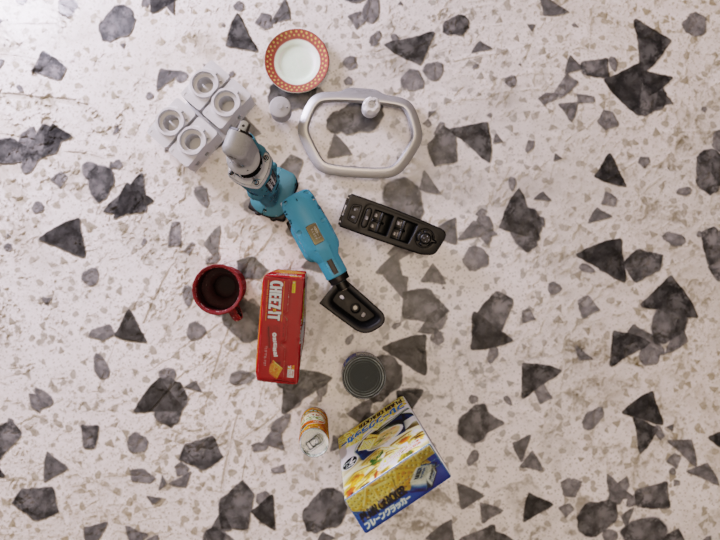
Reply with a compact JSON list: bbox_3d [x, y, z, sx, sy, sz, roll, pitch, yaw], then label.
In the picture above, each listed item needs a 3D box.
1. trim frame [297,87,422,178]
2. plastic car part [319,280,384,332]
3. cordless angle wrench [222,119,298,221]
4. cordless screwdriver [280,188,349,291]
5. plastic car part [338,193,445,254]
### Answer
[{"bbox_3d":[0.000,-0.275,0.841,0.248,0.027,0.184,2,89,0],"label":"trim frame"},{"bbox_3d":[-0.014,0.070,0.812,0.116,0.071,0.066,39,89,-1],"label":"plastic car part"},{"bbox_3d":[-0.150,-0.138,0.640,0.074,0.425,0.098,21,90,-6],"label":"cordless angle wrench"},{"bbox_3d":[-0.071,-0.046,0.726,0.074,0.250,0.159,-28,93,-4],"label":"cordless screwdriver"},{"bbox_3d":[0.060,-0.083,0.817,0.203,0.067,0.066,19,90,0],"label":"plastic car part"}]
